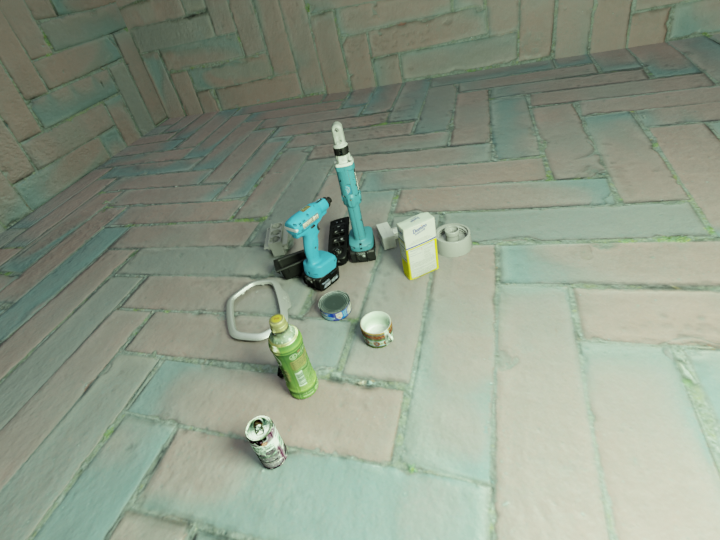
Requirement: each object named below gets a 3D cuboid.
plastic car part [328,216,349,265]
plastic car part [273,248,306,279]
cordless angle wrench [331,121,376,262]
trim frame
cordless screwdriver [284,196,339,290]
[{"bbox_3d":[-0.065,-0.086,1.324,0.067,0.064,0.208,-9,37,8],"label":"plastic car part"},{"bbox_3d":[-0.196,-0.011,1.274,0.116,0.068,0.069,-19,36,-4],"label":"plastic car part"},{"bbox_3d":[-0.025,-0.209,1.183,0.075,0.406,0.100,-7,36,9],"label":"cordless angle wrench"},{"bbox_3d":[-0.288,0.107,1.192,0.183,0.026,0.261,-21,37,-6],"label":"trim frame"},{"bbox_3d":[-0.116,-0.076,1.185,0.078,0.239,0.157,19,47,37],"label":"cordless screwdriver"}]
